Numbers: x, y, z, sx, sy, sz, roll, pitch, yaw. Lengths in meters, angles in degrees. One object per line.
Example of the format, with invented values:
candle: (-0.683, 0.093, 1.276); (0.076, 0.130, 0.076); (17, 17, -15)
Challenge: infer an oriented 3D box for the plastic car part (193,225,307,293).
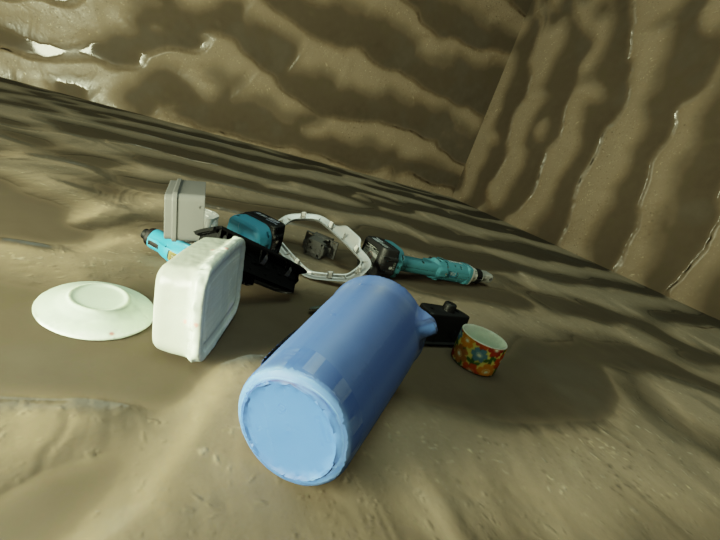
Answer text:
plastic car part: (-0.161, -0.008, 0.657); (0.069, 0.068, 0.191); (-15, -25, 35)

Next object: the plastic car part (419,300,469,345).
plastic car part: (0.136, 0.086, 0.723); (0.112, 0.070, 0.069); (6, 23, -27)

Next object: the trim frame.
trim frame: (-0.088, -0.057, 0.898); (0.178, 0.027, 0.263); (-17, 43, -33)

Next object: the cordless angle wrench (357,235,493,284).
cordless angle wrench: (0.187, -0.006, 1.048); (0.403, 0.074, 0.103); (9, 20, -33)

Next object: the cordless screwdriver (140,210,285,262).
cordless screwdriver: (-0.256, -0.056, 0.767); (0.165, 0.073, 0.243); (23, 22, 16)
